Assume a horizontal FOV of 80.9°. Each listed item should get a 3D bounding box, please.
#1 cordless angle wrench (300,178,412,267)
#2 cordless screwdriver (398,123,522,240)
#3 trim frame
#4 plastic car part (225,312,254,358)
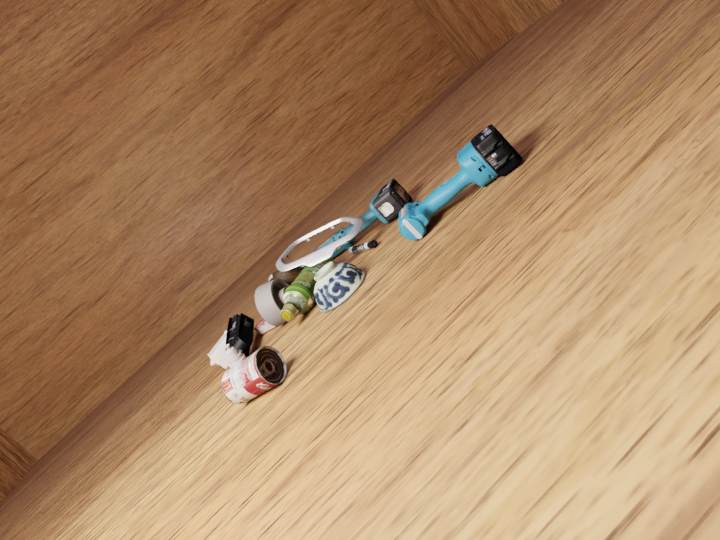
[{"bbox_3d":[-0.048,-0.085,1.158,0.430,0.073,0.098,-36,13,29],"label":"cordless angle wrench"},{"bbox_3d":[0.174,-0.167,0.817,0.251,0.073,0.160,-41,13,21],"label":"cordless screwdriver"},{"bbox_3d":[-0.103,-0.067,1.052,0.251,0.026,0.189,-25,25,9],"label":"trim frame"},{"bbox_3d":[-0.292,0.158,1.051,0.067,0.064,0.209,-49,21,9],"label":"plastic car part"}]
